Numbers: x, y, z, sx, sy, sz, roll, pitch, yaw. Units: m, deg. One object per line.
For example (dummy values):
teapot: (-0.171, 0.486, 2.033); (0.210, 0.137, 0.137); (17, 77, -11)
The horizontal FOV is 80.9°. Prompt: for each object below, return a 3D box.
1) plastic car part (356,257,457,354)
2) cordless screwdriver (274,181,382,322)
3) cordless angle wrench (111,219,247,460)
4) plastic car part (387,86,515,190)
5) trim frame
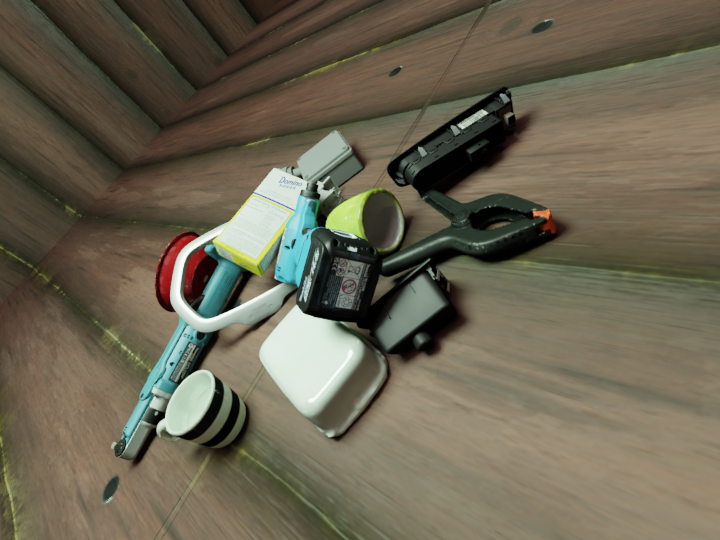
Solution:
plastic car part: (0.061, 0.054, 0.483); (0.117, 0.062, 0.075); (-42, 50, 7)
cordless screwdriver: (-0.055, -0.036, 0.562); (0.259, 0.072, 0.158); (30, 106, 65)
cordless angle wrench: (-0.289, 0.106, 0.729); (0.078, 0.093, 0.426); (-2, 57, 42)
plastic car part: (0.138, -0.174, 0.606); (0.204, 0.063, 0.070); (-28, 54, 6)
trim frame: (-0.201, -0.001, 0.708); (0.246, 0.027, 0.191); (-29, 68, -9)
